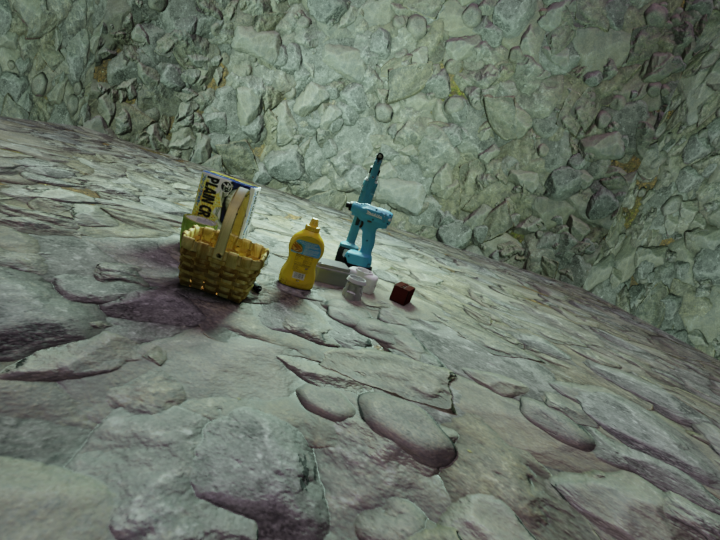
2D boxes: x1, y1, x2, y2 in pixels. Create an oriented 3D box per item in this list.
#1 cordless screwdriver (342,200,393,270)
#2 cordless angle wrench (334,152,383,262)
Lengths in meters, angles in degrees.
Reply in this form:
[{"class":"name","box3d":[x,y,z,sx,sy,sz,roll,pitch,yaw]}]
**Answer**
[{"class":"cordless screwdriver","box3d":[-0.006,-0.102,1.412,0.163,0.247,0.073,22,12,12]},{"class":"cordless angle wrench","box3d":[0.005,-0.228,1.558,0.074,0.420,0.099,19,12,-3]}]
